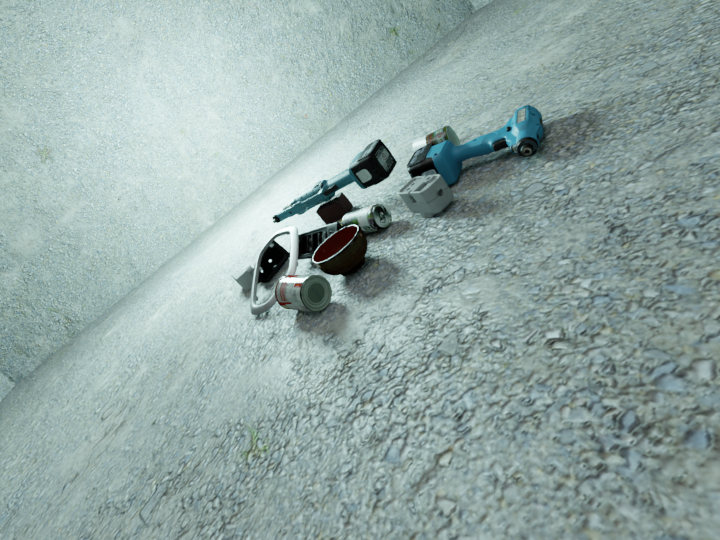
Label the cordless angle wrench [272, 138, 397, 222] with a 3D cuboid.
[{"bbox_3d":[-0.098,-0.209,1.118,0.437,0.072,0.098,-19,30,42],"label":"cordless angle wrench"}]

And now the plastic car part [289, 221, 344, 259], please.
[{"bbox_3d":[-0.095,-0.062,0.971,0.064,0.066,0.212,-4,-3,-43],"label":"plastic car part"}]

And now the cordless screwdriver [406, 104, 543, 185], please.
[{"bbox_3d":[0.212,-0.218,0.801,0.257,0.071,0.160,-17,30,34],"label":"cordless screwdriver"}]

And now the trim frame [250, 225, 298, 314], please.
[{"bbox_3d":[-0.204,-0.005,0.992,0.187,0.026,0.258,-36,39,26],"label":"trim frame"}]

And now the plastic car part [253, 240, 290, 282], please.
[{"bbox_3d":[-0.250,-0.013,1.131,0.116,0.065,0.072,-56,12,-30],"label":"plastic car part"}]
